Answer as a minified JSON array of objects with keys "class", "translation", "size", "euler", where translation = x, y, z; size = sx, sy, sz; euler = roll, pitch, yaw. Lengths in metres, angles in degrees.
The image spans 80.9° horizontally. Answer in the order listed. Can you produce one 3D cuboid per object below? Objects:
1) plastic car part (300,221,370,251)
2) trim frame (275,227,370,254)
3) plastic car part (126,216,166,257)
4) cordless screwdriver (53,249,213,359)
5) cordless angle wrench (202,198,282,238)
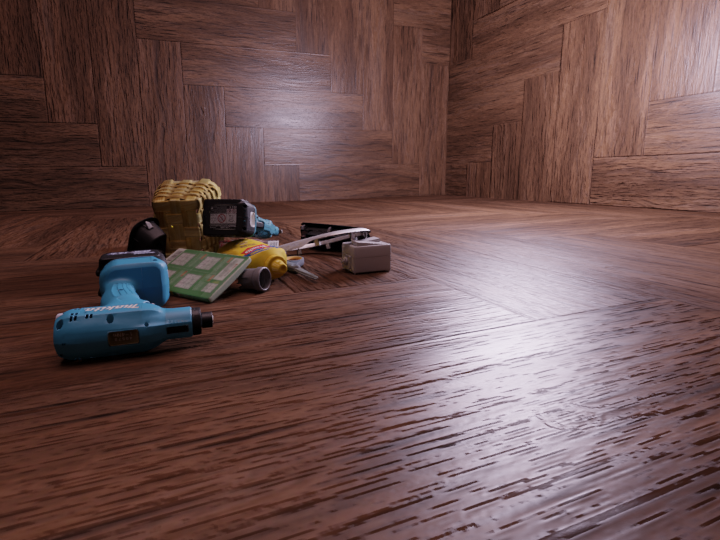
[{"class":"plastic car part","translation":[-0.070,-0.079,1.054],"size":[0.212,0.065,0.066],"euler":[6,23,27]},{"class":"trim frame","translation":[-0.090,-0.059,0.918],"size":[0.259,0.027,0.176],"euler":[-9,1,36]},{"class":"plastic car part","translation":[-0.400,-0.035,0.806],"size":[0.074,0.115,0.063],"euler":[34,27,27]},{"class":"cordless screwdriver","translation":[-0.284,0.035,0.560],"size":[0.155,0.073,0.260],"euler":[-5,17,-20]},{"class":"cordless angle wrench","translation":[-0.260,-0.108,1.026],"size":[0.099,0.074,0.419],"euler":[1,1,2]}]
